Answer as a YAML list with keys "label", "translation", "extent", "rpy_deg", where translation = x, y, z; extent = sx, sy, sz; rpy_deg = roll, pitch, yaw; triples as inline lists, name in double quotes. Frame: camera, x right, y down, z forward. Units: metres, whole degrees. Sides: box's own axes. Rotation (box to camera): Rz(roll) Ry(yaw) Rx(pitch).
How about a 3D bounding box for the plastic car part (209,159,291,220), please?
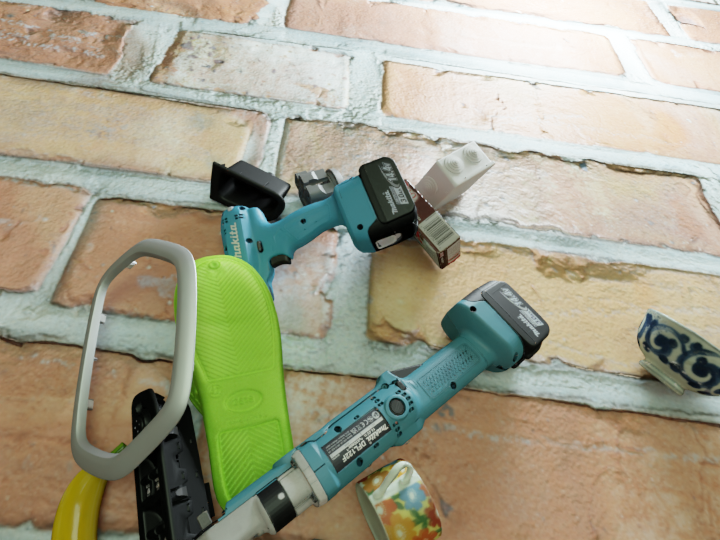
- label: "plastic car part"
  translation: [-0.155, -0.124, 0.626]
  extent: [0.117, 0.065, 0.071]
  rpy_deg: [23, 43, 3]

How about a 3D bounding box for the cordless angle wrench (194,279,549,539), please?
- label: "cordless angle wrench"
  translation: [0.030, 0.147, 0.441]
  extent: [0.413, 0.073, 0.102]
  rpy_deg: [-29, 66, -26]

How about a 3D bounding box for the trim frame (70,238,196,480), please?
- label: "trim frame"
  translation: [-0.239, 0.078, 0.441]
  extent: [0.188, 0.026, 0.256]
  rpy_deg: [-21, 62, 20]

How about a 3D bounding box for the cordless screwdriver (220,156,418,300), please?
- label: "cordless screwdriver"
  translation: [-0.052, -0.034, 0.529]
  extent: [0.251, 0.071, 0.164]
  rpy_deg: [-18, 70, 8]

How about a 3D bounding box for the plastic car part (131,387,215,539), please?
- label: "plastic car part"
  translation: [-0.177, 0.208, 0.400]
  extent: [0.064, 0.067, 0.211]
  rpy_deg: [-1, 54, -43]
